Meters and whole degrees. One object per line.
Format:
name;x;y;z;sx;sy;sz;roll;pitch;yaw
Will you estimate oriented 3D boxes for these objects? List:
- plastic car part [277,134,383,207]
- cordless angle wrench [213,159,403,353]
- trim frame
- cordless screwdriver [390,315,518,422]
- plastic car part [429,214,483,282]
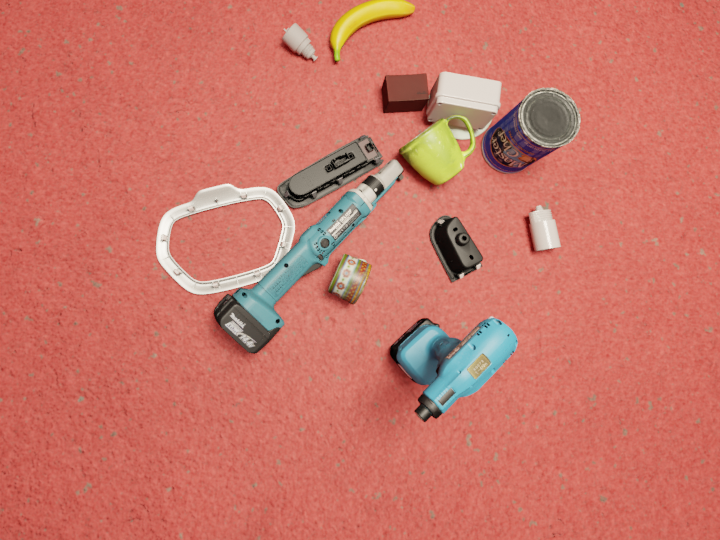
plastic car part;-0.053;-0.178;0.761;0.202;0.068;0.066;-30;95;-4
cordless angle wrench;-0.072;-0.047;0.732;0.421;0.077;0.094;-47;112;-12
trim frame;-0.239;-0.060;0.750;0.247;0.027;0.186;-15;82;-3
cordless screwdriver;0.108;0.140;0.627;0.158;0.250;0.074;-41;92;-14
plastic car part;0.173;-0.045;0.747;0.065;0.071;0.117;-27;89;-9
